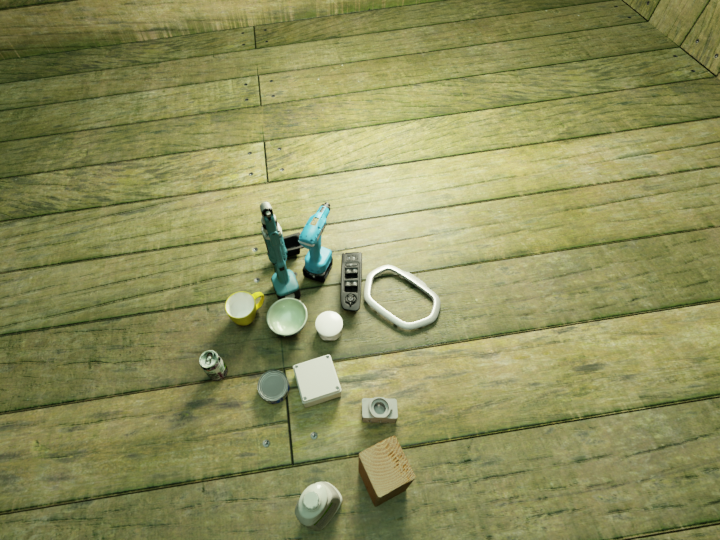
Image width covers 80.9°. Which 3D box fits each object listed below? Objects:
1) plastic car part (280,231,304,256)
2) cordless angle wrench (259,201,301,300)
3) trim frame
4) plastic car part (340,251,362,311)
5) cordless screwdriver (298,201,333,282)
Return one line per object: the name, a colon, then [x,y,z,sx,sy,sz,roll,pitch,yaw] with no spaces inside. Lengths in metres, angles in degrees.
plastic car part: [-0.248,-0.071,1.413,0.115,0.068,0.069,-18,57,-9]
cordless angle wrench: [-0.233,-0.046,1.188,0.073,0.409,0.102,-19,58,-13]
trim frame: [0.125,0.079,1.306,0.260,0.026,0.182,33,64,24]
plastic car part: [-0.029,0.042,1.321,0.067,0.065,0.208,0,55,2]
cordless screwdriver: [-0.128,-0.084,1.308,0.076,0.241,0.160,18,58,11]
